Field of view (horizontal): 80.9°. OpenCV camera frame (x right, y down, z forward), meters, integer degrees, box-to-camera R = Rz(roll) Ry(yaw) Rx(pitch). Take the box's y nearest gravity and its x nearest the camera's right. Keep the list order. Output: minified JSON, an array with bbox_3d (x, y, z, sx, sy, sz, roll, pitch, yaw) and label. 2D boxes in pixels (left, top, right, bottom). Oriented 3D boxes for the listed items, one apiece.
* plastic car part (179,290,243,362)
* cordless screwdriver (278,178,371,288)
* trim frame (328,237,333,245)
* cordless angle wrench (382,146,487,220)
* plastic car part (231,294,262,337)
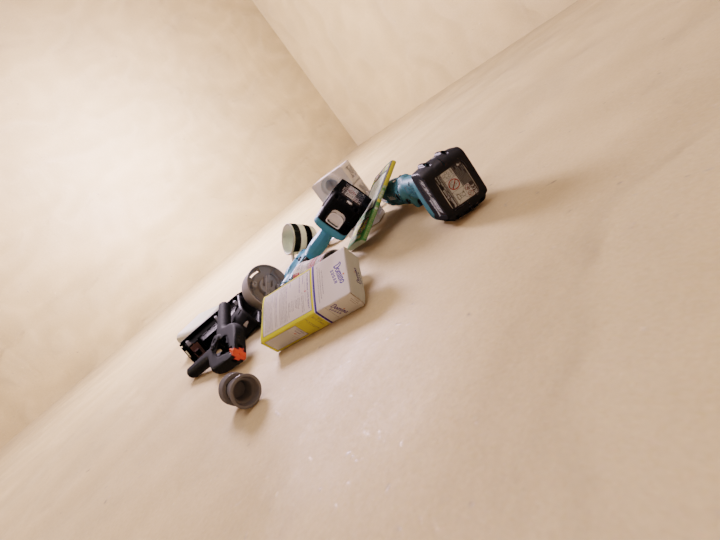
[{"bbox_3d":[-0.305,0.121,0.956,0.070,0.064,0.201,-1,40,53],"label":"plastic car part"},{"bbox_3d":[-0.083,-0.054,0.845,0.249,0.074,0.159,-51,6,35],"label":"cordless screwdriver"},{"bbox_3d":[-0.016,-0.142,1.111,0.247,0.027,0.189,-39,15,-9],"label":"trim frame"},{"bbox_3d":[0.095,-0.154,0.808,0.074,0.096,0.432,-36,13,-4],"label":"cordless angle wrench"},{"bbox_3d":[-0.249,0.108,0.891,0.071,0.064,0.120,-53,19,3],"label":"plastic car part"}]
